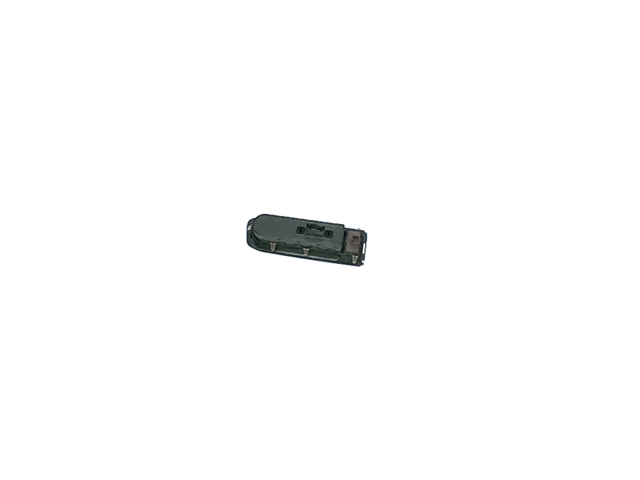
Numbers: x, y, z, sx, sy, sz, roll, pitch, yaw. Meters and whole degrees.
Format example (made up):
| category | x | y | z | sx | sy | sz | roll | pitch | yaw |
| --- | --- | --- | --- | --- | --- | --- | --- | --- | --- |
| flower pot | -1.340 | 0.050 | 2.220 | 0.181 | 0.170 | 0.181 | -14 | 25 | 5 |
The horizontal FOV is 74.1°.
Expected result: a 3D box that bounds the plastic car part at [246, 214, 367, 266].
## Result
| category | x | y | z | sx | sy | sz | roll | pitch | yaw |
| --- | --- | --- | --- | --- | --- | --- | --- | --- | --- |
| plastic car part | -0.025 | -0.005 | 0.689 | 0.203 | 0.066 | 0.067 | 6 | -16 | 5 |
